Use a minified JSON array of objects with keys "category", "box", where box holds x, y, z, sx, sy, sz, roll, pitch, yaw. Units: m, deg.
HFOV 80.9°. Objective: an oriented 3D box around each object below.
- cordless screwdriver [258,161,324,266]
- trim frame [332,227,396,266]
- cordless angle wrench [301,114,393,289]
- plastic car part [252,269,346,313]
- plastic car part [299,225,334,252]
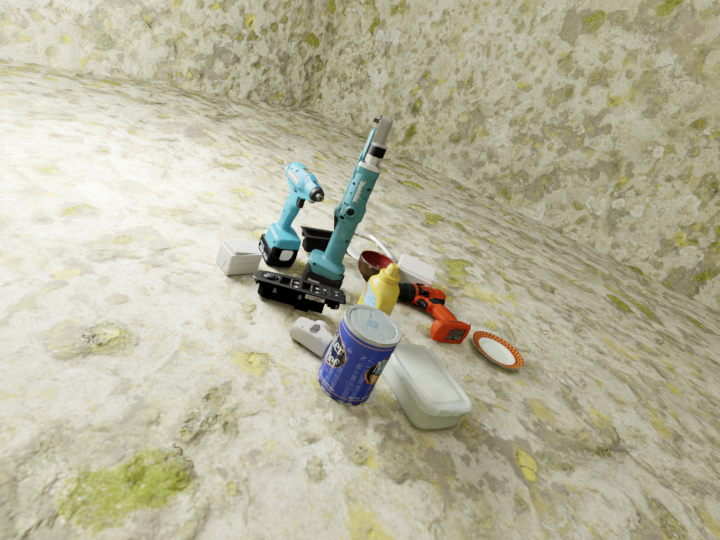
[{"category":"cordless screwdriver","box":[-0.160,-0.117,1.003,0.071,0.247,0.168,6,30,-35]},{"category":"trim frame","box":[0.006,-0.075,1.304,0.176,0.027,0.262,6,29,-30]},{"category":"cordless angle wrench","box":[-0.021,-0.137,0.947,0.098,0.419,0.075,24,24,-1]},{"category":"plastic car part","box":[-0.136,0.048,0.907,0.201,0.066,0.067,19,25,-5]},{"category":"plastic car part","box":[-0.113,-0.074,1.160,0.112,0.070,0.069,10,28,-25]}]
